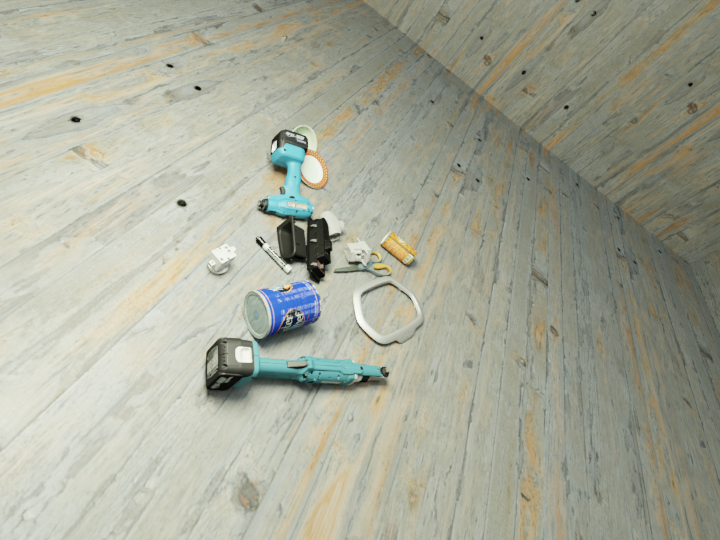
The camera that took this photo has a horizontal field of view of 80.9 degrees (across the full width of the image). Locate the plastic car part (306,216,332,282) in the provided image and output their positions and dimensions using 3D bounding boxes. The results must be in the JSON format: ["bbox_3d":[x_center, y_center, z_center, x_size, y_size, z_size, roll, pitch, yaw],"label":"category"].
[{"bbox_3d":[-0.110,-0.072,1.121,0.062,0.068,0.211,43,26,-43],"label":"plastic car part"}]

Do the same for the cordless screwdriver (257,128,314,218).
[{"bbox_3d":[-0.216,-0.269,1.183,0.152,0.076,0.253,4,72,-33],"label":"cordless screwdriver"}]

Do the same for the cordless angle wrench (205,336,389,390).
[{"bbox_3d":[-0.108,0.208,0.887,0.403,0.099,0.077,13,50,-33],"label":"cordless angle wrench"}]

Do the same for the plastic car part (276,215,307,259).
[{"bbox_3d":[-0.170,-0.072,1.101,0.067,0.067,0.121,18,48,-44],"label":"plastic car part"}]

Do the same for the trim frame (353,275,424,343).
[{"bbox_3d":[0.077,0.105,1.142,0.239,0.028,0.190,-19,66,-45],"label":"trim frame"}]
